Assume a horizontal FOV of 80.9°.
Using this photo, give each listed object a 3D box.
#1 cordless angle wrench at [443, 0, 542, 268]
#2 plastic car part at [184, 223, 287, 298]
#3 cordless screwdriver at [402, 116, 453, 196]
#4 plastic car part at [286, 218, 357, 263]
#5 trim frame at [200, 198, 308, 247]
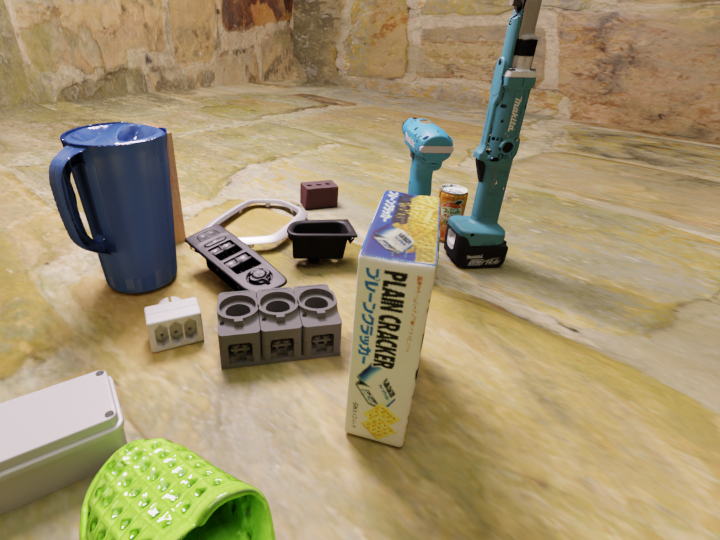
[{"bbox_3d":[0.220,-0.202,0.678,0.097,0.413,0.077,-1,29,-10],"label":"cordless angle wrench"},{"bbox_3d":[-0.195,-0.003,0.656,0.064,0.065,0.215,-24,39,-39],"label":"plastic car part"},{"bbox_3d":[0.088,-0.126,0.707,0.073,0.243,0.165,0,29,-9],"label":"cordless screwdriver"},{"bbox_3d":[-0.072,-0.047,0.735,0.114,0.069,0.069,-5,30,-13],"label":"plastic car part"},{"bbox_3d":[-0.212,-0.101,0.861,0.189,0.027,0.248,10,31,13],"label":"trim frame"}]
